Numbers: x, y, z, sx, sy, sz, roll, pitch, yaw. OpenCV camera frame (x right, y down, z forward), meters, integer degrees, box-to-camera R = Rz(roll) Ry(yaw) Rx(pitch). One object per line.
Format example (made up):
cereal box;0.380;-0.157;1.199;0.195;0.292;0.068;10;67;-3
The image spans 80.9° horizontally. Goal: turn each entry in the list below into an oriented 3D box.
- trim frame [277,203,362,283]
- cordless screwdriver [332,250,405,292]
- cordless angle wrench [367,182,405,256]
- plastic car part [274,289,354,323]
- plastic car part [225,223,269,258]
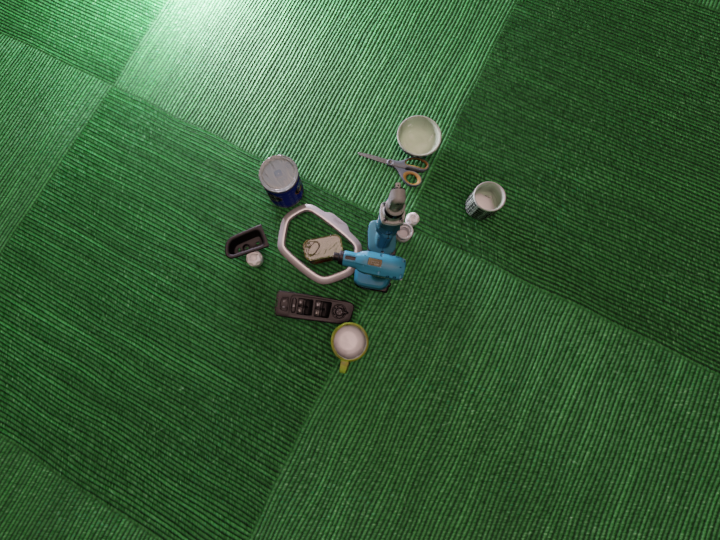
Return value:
trim frame;-0.114;-0.074;1.163;0.253;0.027;0.184;37;83;10
cordless screwdriver;0.014;-0.003;1.030;0.160;0.245;0.075;12;81;2
cordless angle wrench;0.062;-0.104;0.960;0.074;0.418;0.099;1;82;-2
plastic car part;-0.119;0.100;1.108;0.205;0.066;0.067;7;80;4
plastic car part;-0.308;-0.069;1.153;0.116;0.070;0.067;-22;81;-2
